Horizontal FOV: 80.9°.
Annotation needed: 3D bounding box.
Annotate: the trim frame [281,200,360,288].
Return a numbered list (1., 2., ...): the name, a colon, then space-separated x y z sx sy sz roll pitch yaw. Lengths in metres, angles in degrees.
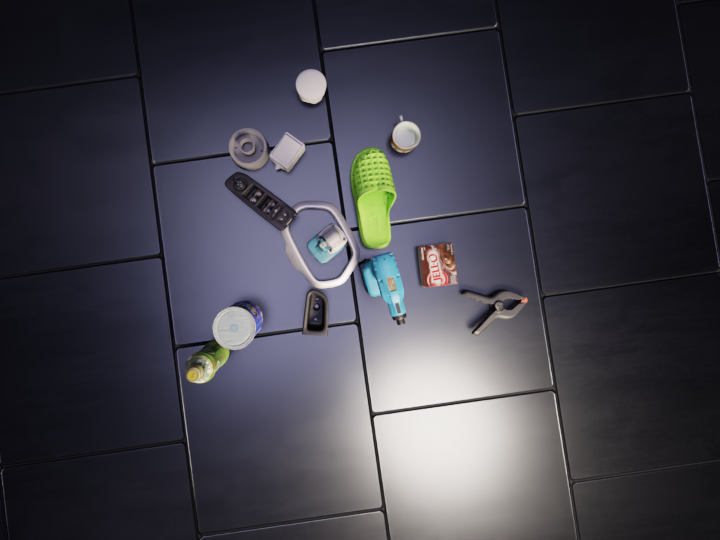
1. trim frame: -0.111 -0.073 1.134 0.184 0.027 0.249 -29 89 -1

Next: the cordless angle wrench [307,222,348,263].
1. cordless angle wrench: -0.069 -0.065 0.936 0.098 0.425 0.074 -40 95 -3

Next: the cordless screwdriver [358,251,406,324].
1. cordless screwdriver: 0.057 0.038 1.021 0.074 0.250 0.159 -16 92 -5

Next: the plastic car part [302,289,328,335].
1. plastic car part: -0.116 0.106 1.106 0.066 0.071 0.116 4 89 -3

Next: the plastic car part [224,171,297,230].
1. plastic car part: -0.264 -0.186 1.117 0.203 0.067 0.066 38 88 0
